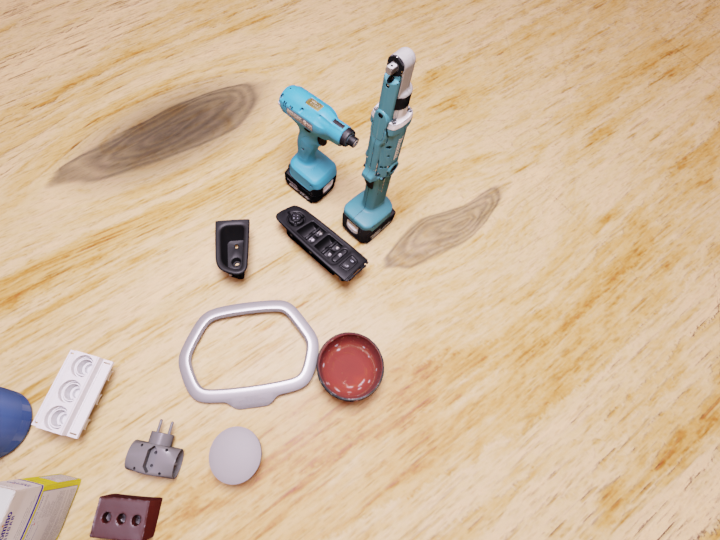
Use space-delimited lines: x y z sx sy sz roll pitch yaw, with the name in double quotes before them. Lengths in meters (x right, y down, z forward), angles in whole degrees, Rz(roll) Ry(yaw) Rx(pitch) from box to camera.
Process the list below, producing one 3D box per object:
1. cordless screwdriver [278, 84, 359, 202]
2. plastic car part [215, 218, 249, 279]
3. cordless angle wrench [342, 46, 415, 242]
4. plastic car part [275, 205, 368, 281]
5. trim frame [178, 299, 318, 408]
"cordless screwdriver" -0.078 -0.220 0.809 0.164 0.244 0.074 40 68 13
"plastic car part" -0.242 -0.033 0.812 0.065 0.069 0.120 -5 65 -6
"cordless angle wrench" 0.034 -0.182 0.697 0.097 0.414 0.076 -41 76 -20
"plastic car part" -0.081 -0.053 0.826 0.210 0.065 0.066 42 70 17
"trim frame" -0.198 0.145 0.750 0.247 0.027 0.190 -8 65 -5
